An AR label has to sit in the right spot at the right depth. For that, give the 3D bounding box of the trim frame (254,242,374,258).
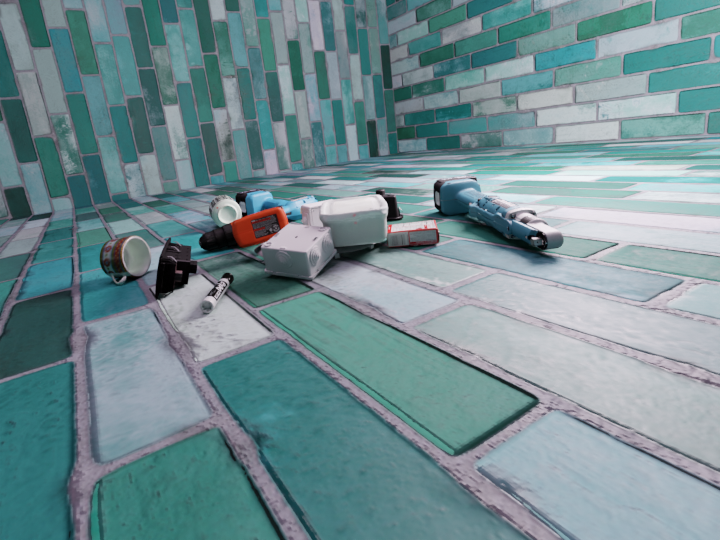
[{"bbox_3d":[-0.078,-0.051,0.795,0.251,0.027,0.187,-8,19,4],"label":"trim frame"}]

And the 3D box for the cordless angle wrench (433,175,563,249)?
[{"bbox_3d":[0.242,-0.111,0.782,0.098,0.073,0.434,-9,20,-5],"label":"cordless angle wrench"}]

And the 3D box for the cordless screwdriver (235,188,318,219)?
[{"bbox_3d":[-0.257,-0.176,1.180,0.262,0.073,0.154,11,25,37],"label":"cordless screwdriver"}]

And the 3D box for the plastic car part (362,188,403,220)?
[{"bbox_3d":[0.042,-0.153,0.988,0.121,0.069,0.064,-1,18,29],"label":"plastic car part"}]

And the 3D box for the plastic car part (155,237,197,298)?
[{"bbox_3d":[-0.314,-0.015,0.723,0.065,0.065,0.212,-3,15,-23],"label":"plastic car part"}]
